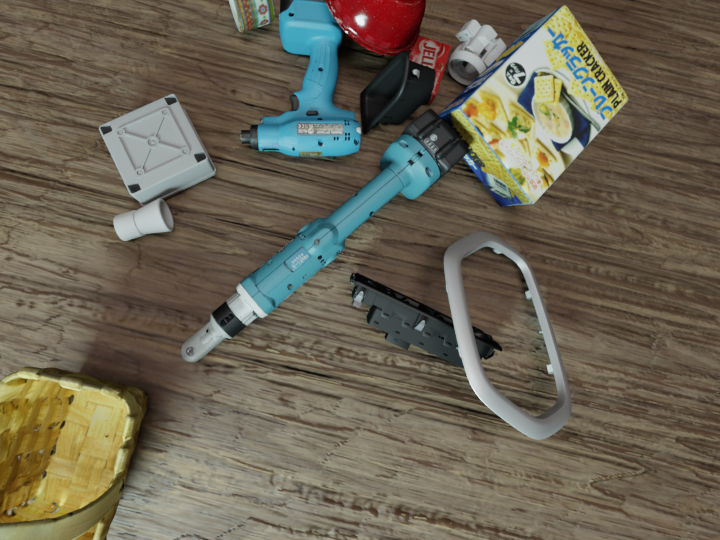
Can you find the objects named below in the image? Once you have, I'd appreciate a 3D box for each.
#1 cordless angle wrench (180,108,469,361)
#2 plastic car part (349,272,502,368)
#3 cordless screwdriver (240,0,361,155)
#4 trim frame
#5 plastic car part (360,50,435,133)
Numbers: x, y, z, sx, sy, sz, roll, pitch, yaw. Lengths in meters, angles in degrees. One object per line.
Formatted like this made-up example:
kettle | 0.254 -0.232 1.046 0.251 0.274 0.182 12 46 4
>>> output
cordless angle wrench | -0.051 -0.034 0.526 0.421 0.098 0.075 -41 89 -6
plastic car part | 0.074 0.069 0.520 0.204 0.066 0.067 21 88 2
cordless screwdriver | -0.085 -0.278 0.583 0.158 0.074 0.251 -1 82 -5
trim frame | 0.175 0.064 0.500 0.176 0.028 0.256 8 58 -27
plastic car part | 0.056 -0.234 0.566 0.068 0.120 0.067 2 80 -29
